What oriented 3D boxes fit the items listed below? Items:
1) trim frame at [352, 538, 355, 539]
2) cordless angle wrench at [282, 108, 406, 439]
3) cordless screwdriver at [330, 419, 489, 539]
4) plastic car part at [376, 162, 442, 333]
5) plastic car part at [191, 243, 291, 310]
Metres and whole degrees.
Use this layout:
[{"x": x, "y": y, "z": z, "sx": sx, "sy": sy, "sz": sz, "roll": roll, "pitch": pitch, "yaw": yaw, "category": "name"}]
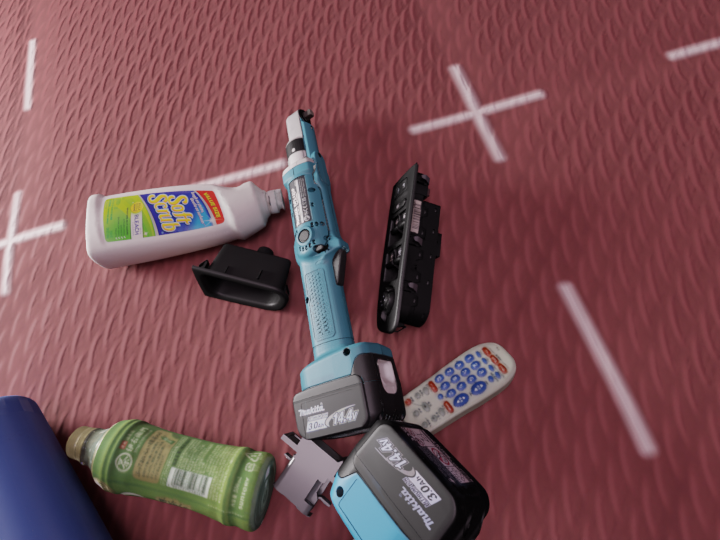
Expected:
[{"x": 0.002, "y": 0.336, "z": 0.336, "sx": 0.195, "sy": 0.026, "sz": 0.248, "roll": 37, "pitch": 92, "yaw": 43, "category": "trim frame"}, {"x": -0.050, "y": -0.032, "z": 0.507, "sx": 0.100, "sy": 0.070, "sz": 0.437, "roll": -27, "pitch": 60, "yaw": 25, "category": "cordless angle wrench"}, {"x": -0.021, "y": 0.237, "z": 0.349, "sx": 0.169, "sy": 0.070, "sz": 0.248, "roll": 32, "pitch": 90, "yaw": 41, "category": "cordless screwdriver"}, {"x": 0.058, "y": -0.020, "z": 0.498, "sx": 0.065, "sy": 0.068, "sz": 0.205, "roll": 21, "pitch": 68, "yaw": -20, "category": "plastic car part"}, {"x": -0.135, "y": 0.002, "z": 0.522, "sx": 0.118, "sy": 0.064, "sz": 0.072, "roll": 10, "pitch": 56, "yaw": 8, "category": "plastic car part"}]
